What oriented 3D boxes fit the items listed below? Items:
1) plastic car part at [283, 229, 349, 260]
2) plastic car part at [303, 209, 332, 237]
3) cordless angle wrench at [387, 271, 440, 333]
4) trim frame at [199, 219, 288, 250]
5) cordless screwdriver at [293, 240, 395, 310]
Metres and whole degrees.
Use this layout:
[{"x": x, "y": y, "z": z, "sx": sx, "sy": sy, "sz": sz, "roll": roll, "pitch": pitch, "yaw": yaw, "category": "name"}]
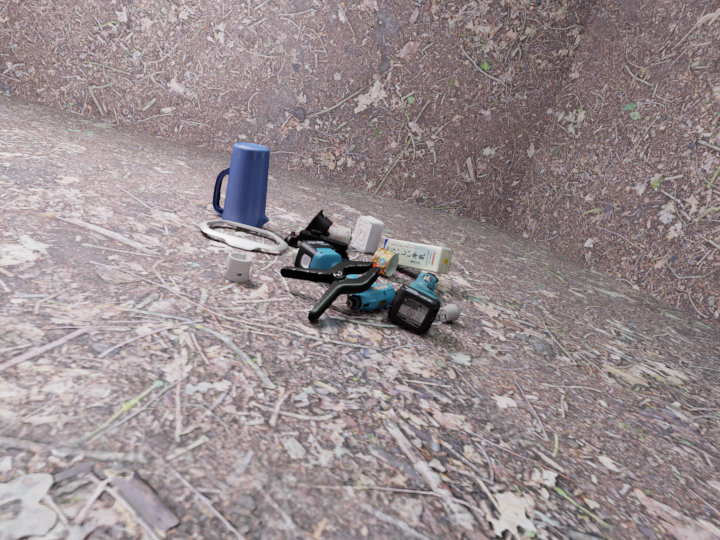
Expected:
[{"x": -0.122, "y": -0.080, "z": 1.246, "sx": 0.205, "sy": 0.067, "sz": 0.066, "roll": 21, "pitch": 9, "yaw": 4, "category": "plastic car part"}, {"x": -0.131, "y": -0.122, "z": 1.304, "sx": 0.071, "sy": 0.117, "sz": 0.065, "roll": 43, "pitch": 18, "yaw": 1, "category": "plastic car part"}, {"x": 0.156, "y": 0.051, "z": 1.069, "sx": 0.100, "sy": 0.074, "sz": 0.415, "roll": 26, "pitch": 15, "yaw": 9, "category": "cordless angle wrench"}, {"x": -0.319, "y": -0.095, "z": 1.161, "sx": 0.244, "sy": 0.027, "sz": 0.189, "roll": 15, "pitch": 15, "yaw": -11, "category": "trim frame"}, {"x": -0.055, "y": 0.015, "z": 0.978, "sx": 0.262, "sy": 0.074, "sz": 0.152, "roll": 31, "pitch": 21, "yaw": 31, "category": "cordless screwdriver"}]
